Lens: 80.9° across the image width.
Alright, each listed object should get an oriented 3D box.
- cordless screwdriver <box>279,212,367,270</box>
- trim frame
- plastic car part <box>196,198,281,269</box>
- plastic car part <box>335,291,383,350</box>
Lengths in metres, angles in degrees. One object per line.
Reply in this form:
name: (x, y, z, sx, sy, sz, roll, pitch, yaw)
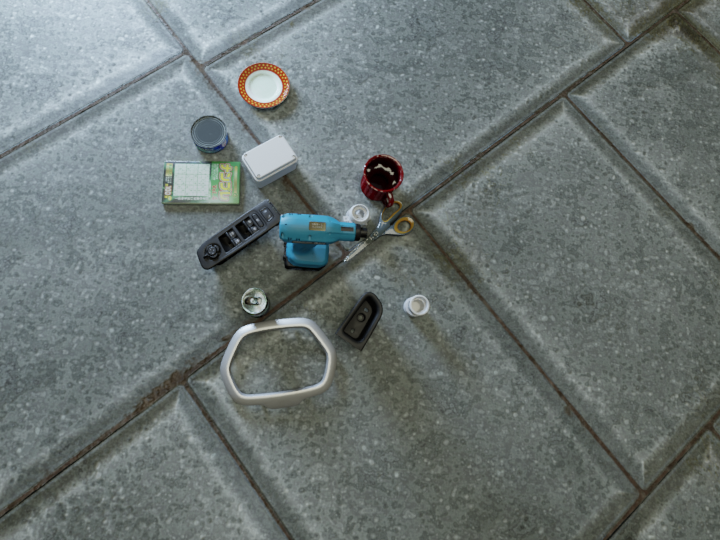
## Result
cordless screwdriver: (-0.084, -0.055, 0.859, 0.158, 0.248, 0.075, 4, 79, -8)
trim frame: (-0.174, 0.198, 0.903, 0.246, 0.027, 0.187, -8, 77, -7)
plastic car part: (-0.271, -0.074, 0.941, 0.201, 0.067, 0.067, -36, 85, -12)
plastic car part: (0.001, 0.107, 0.917, 0.066, 0.071, 0.116, 34, 76, 0)
